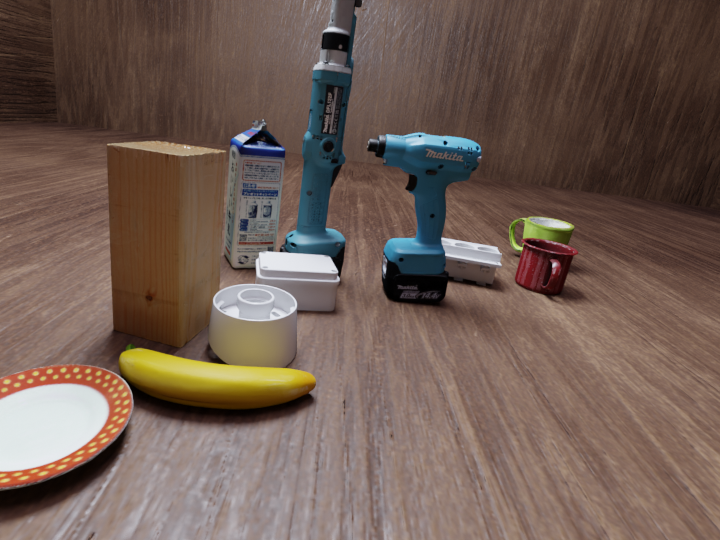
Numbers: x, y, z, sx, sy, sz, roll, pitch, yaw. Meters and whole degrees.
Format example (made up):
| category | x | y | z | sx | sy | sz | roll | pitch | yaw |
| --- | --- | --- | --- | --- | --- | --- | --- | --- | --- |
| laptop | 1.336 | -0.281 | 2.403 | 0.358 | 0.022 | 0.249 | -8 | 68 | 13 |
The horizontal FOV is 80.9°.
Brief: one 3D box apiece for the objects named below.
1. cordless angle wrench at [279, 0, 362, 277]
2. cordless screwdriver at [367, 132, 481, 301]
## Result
| category | x | y | z | sx | sy | sz | roll | pitch | yaw |
| --- | --- | --- | --- | --- | --- | --- | --- | --- | --- |
| cordless angle wrench | -0.055 | -0.188 | 0.637 | 0.095 | 0.417 | 0.078 | 2 | 19 | -21 |
| cordless screwdriver | 0.074 | -0.080 | 0.639 | 0.158 | 0.245 | 0.076 | 7 | 18 | -4 |
